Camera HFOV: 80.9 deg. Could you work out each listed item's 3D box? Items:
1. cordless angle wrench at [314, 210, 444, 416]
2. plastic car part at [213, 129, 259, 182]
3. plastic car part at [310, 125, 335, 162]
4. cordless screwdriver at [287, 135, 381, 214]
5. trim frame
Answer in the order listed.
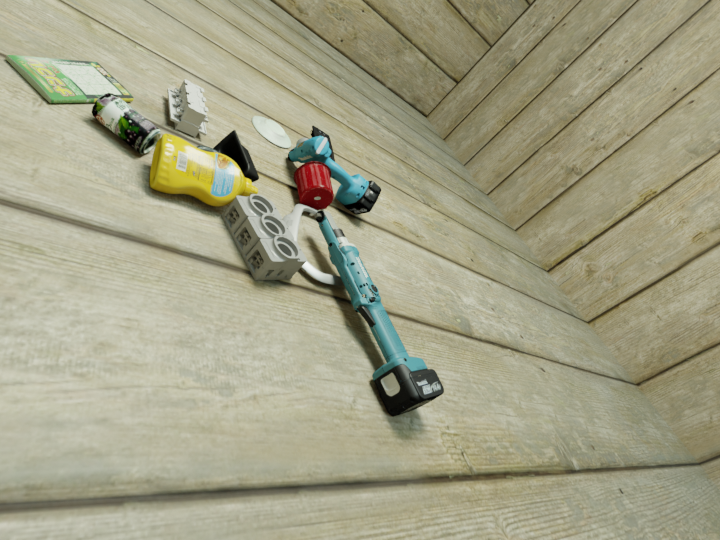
[{"bbox_3d":[0.008,0.050,0.802,0.093,0.075,0.441,9,46,-48],"label":"cordless angle wrench"},{"bbox_3d":[-0.254,-0.227,0.898,0.121,0.067,0.067,60,17,22],"label":"plastic car part"},{"bbox_3d":[-0.118,-0.343,1.220,0.063,0.068,0.212,34,24,-35],"label":"plastic car part"},{"bbox_3d":[-0.074,-0.247,1.109,0.237,0.166,0.074,39,71,-29],"label":"cordless screwdriver"},{"bbox_3d":[-0.089,-0.058,0.907,0.177,0.028,0.256,32,31,-22],"label":"trim frame"}]
